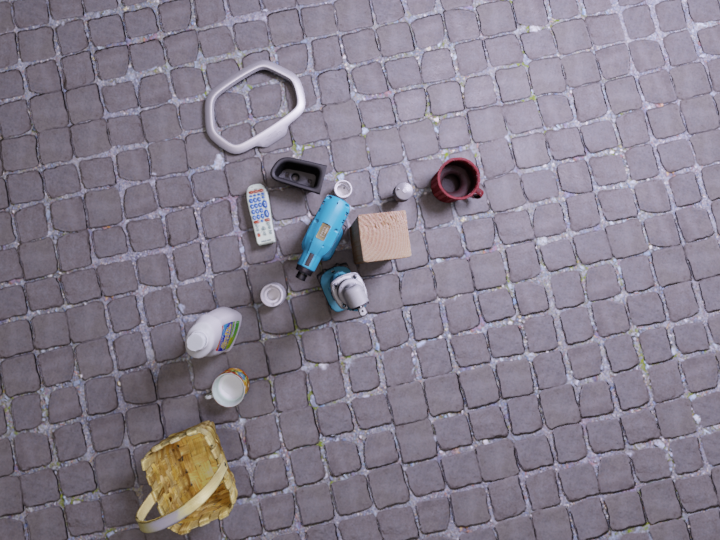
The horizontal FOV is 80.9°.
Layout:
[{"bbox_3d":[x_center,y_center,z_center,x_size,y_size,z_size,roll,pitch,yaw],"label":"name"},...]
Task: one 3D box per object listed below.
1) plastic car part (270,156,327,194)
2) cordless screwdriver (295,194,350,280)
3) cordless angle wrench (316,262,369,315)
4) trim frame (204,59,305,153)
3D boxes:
[{"bbox_3d":[-0.140,-0.211,0.948,0.116,0.071,0.066,14,87,-1],"label":"plastic car part"},{"bbox_3d":[-0.083,-0.054,0.849,0.074,0.249,0.159,26,87,-5],"label":"cordless screwdriver"},{"bbox_3d":[-0.028,0.034,0.756,0.074,0.424,0.098,-24,92,-6],"label":"cordless angle wrench"},{"bbox_3d":[-0.247,-0.377,0.980,0.248,0.027,0.185,-34,87,-3],"label":"trim frame"}]
